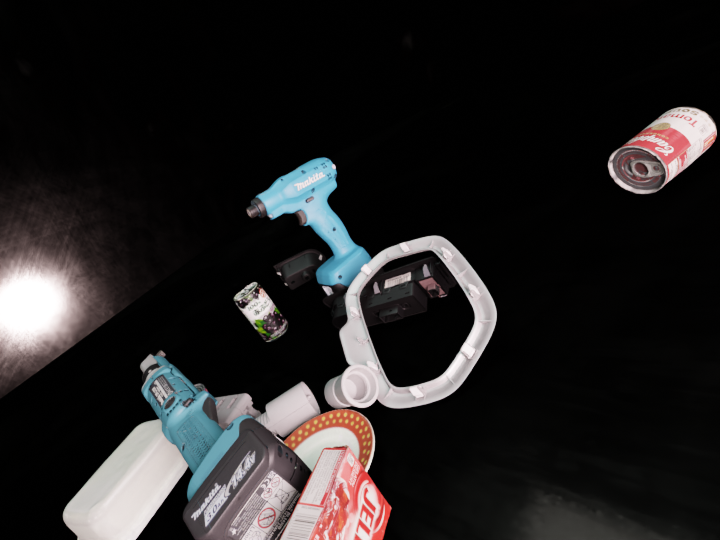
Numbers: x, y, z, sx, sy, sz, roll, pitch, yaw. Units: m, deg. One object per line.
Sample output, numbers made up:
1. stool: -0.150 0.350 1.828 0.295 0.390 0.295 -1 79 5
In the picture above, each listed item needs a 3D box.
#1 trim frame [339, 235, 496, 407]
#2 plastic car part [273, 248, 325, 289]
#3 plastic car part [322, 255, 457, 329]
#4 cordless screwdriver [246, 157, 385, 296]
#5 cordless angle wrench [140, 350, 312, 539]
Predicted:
1. trim frame: 0.055 0.047 0.513 0.186 0.026 0.260 -38 37 14
2. plastic car part: -0.134 0.002 0.976 0.117 0.063 0.074 -27 33 8
3. plastic car part: 0.033 0.047 0.615 0.210 0.063 0.068 -17 48 35
4. cordless screwdriver: -0.068 -0.044 0.694 0.156 0.243 0.077 -33 14 -23
5. cordless angle wrench: -0.210 0.174 0.513 0.444 0.071 0.097 9 54 52
